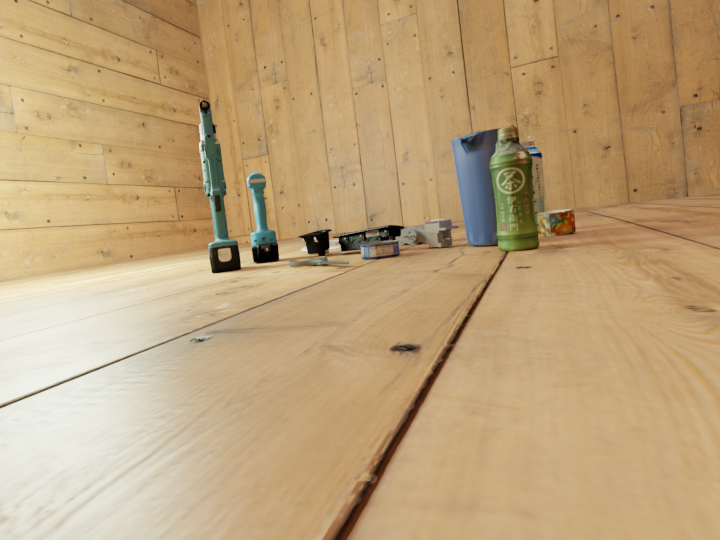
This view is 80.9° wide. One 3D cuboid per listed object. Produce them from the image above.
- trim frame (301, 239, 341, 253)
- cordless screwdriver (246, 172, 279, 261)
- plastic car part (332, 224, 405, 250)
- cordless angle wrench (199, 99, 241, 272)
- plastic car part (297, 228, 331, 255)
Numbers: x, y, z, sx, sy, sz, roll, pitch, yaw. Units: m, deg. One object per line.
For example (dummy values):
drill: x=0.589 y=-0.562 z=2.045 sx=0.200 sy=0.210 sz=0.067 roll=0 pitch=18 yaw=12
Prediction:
trim frame: x=-0.081 y=-0.079 z=1.342 sx=0.191 sy=0.027 sz=0.241 roll=-4 pitch=8 yaw=25
cordless screwdriver: x=-0.285 y=-0.150 z=1.215 sx=0.073 sy=0.247 sz=0.162 roll=-7 pitch=4 yaw=-11
plastic car part: x=0.016 y=-0.079 z=1.089 sx=0.213 sy=0.067 sz=0.063 roll=-1 pitch=8 yaw=43
cordless angle wrench: x=-0.364 y=-0.209 z=1.058 sx=0.073 sy=0.421 sz=0.101 roll=-8 pitch=3 yaw=-18
plastic car part: x=-0.114 y=-0.074 z=1.162 sx=0.068 sy=0.070 sz=0.113 roll=-5 pitch=6 yaw=22
